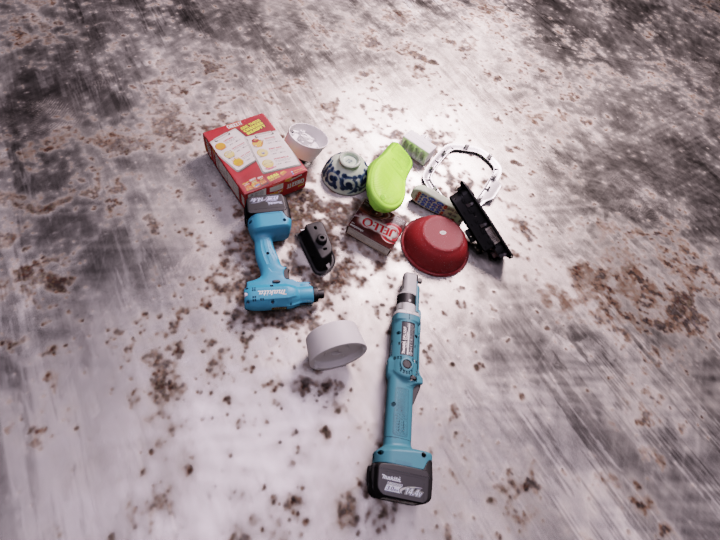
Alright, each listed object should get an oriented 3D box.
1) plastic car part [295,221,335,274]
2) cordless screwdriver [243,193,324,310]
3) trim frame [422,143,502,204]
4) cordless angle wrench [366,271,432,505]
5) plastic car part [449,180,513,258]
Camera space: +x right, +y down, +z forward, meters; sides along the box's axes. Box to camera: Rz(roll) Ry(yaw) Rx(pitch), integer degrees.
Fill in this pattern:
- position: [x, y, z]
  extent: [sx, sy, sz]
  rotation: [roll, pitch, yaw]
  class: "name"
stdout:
- position: [-0.088, -0.058, 0.905]
  extent: [0.065, 0.069, 0.121]
  rotation: [-17, 61, -17]
  class: "plastic car part"
- position: [-0.166, -0.039, 0.883]
  extent: [0.157, 0.073, 0.256]
  rotation: [-4, 64, -11]
  class: "cordless screwdriver"
- position: [0.269, -0.246, 1.091]
  extent: [0.188, 0.027, 0.247]
  rotation: [33, 59, 11]
  class: "trim frame"
- position: [0.081, 0.184, 0.784]
  extent: [0.098, 0.073, 0.432]
  rotation: [10, 56, -4]
  class: "cordless angle wrench"
- position: [0.263, -0.108, 0.957]
  extent: [0.068, 0.066, 0.202]
  rotation: [-28, 94, 15]
  class: "plastic car part"
